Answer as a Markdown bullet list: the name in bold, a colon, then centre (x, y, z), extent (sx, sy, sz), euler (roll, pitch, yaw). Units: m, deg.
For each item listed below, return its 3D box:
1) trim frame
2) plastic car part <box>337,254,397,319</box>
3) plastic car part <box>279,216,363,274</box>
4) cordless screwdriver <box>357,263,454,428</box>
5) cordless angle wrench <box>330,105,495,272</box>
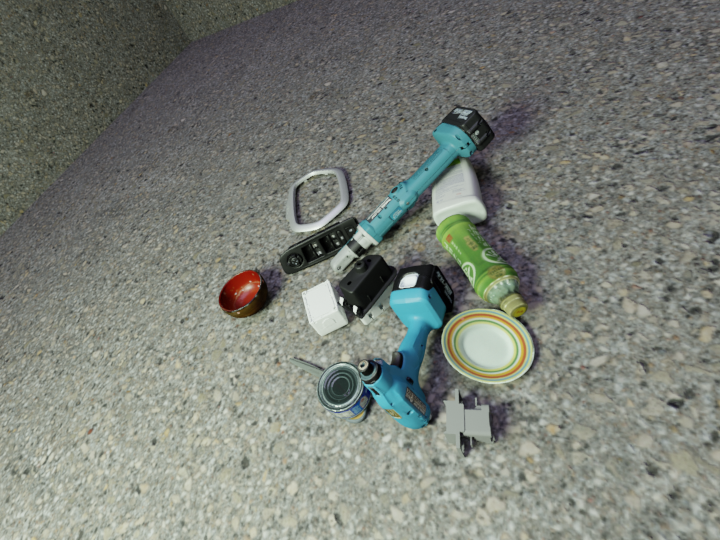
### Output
- **trim frame**: centre (-0.119, -0.191, 1.114), extent (0.187, 0.026, 0.258), euler (-22, 46, 11)
- **plastic car part**: centre (0.006, 0.015, 0.750), extent (0.070, 0.067, 0.116), euler (27, 72, 42)
- **plastic car part**: centre (-0.094, -0.061, 0.961), extent (0.204, 0.063, 0.070), euler (-28, 34, 6)
- **cordless screwdriver**: centre (0.071, 0.096, 0.658), extent (0.077, 0.151, 0.251), euler (-13, 44, 37)
- **cordless angle wrench**: centre (0.088, -0.152, 0.878), extent (0.424, 0.071, 0.102), euler (-46, 30, 8)
